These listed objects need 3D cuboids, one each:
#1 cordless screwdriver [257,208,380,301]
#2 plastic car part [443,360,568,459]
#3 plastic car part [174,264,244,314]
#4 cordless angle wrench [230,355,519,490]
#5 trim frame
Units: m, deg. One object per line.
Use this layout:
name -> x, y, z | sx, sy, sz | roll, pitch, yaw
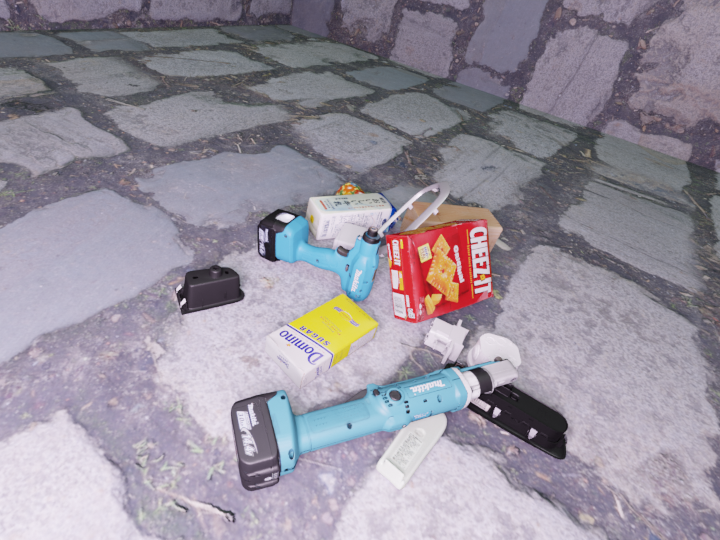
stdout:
cordless screwdriver -> -0.081, -0.053, 0.825 | 0.258, 0.156, 0.073 | 25, 37, 18
plastic car part -> 0.228, 0.204, 0.660 | 0.211, 0.066, 0.064 | 32, 33, 20
plastic car part -> -0.264, 0.024, 0.746 | 0.113, 0.069, 0.069 | -12, 46, -26
cordless angle wrench -> 0.041, 0.185, 0.581 | 0.413, 0.072, 0.103 | -10, 42, -17
trim frame -> 0.098, -0.108, 0.915 | 0.027, 0.248, 0.190 | 45, -5, -18
